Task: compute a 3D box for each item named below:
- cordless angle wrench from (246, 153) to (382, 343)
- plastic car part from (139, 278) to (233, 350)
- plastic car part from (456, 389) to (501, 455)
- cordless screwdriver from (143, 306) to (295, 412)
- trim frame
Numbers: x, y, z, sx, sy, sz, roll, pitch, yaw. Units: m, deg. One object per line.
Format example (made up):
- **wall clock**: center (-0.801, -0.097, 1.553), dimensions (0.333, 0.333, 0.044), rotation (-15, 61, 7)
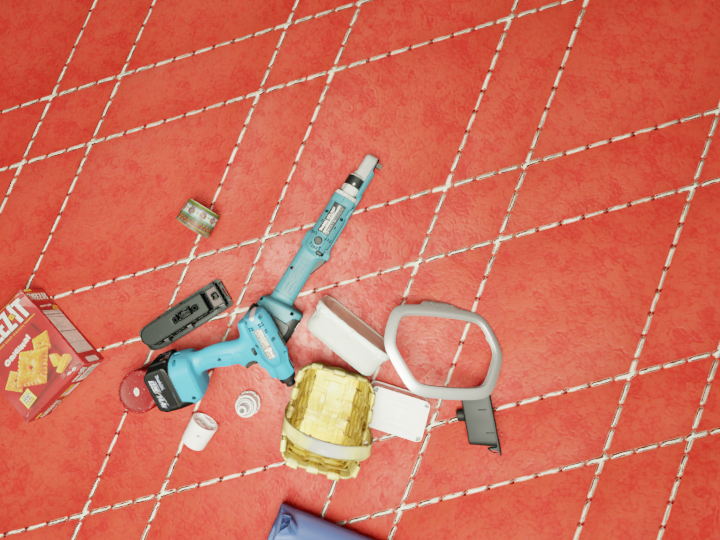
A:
- **cordless angle wrench**: center (-0.083, -0.054, 0.848), dimensions (0.099, 0.074, 0.423), rotation (31, 85, 3)
- **plastic car part**: center (-0.363, 0.098, 0.859), dimensions (0.203, 0.067, 0.066), rotation (-32, 93, 3)
- **plastic car part**: center (0.220, 0.279, 0.798), dimensions (0.072, 0.064, 0.118), rotation (-14, 81, 15)
- **cordless screwdriver**: center (-0.249, 0.182, 0.770), dimensions (0.250, 0.076, 0.155), rotation (-24, 105, 4)
- **trim frame**: center (0.156, 0.143, 0.784), dimensions (0.242, 0.027, 0.189), rotation (6, 63, -15)
